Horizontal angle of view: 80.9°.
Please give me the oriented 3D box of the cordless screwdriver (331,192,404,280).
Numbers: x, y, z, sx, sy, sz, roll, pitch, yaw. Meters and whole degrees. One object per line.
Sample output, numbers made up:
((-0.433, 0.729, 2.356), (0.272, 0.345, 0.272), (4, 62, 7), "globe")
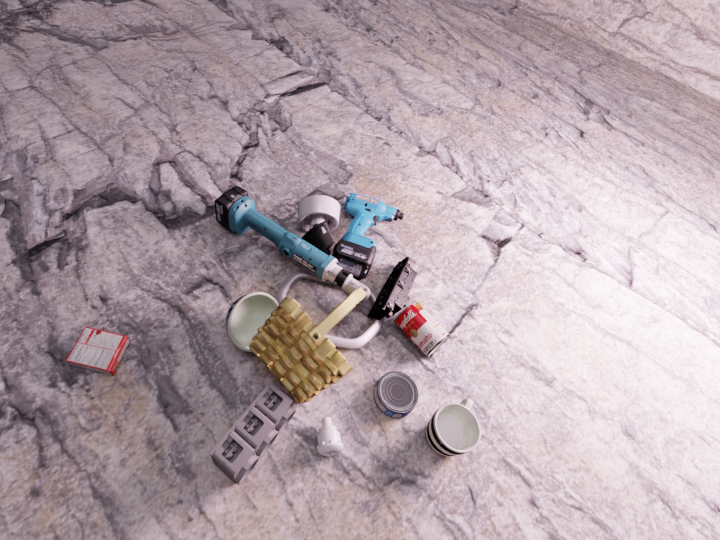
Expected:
((0.020, -0.090, 1.060), (0.160, 0.073, 0.253), (14, 49, 1), "cordless screwdriver")

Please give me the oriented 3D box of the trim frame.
((-0.067, 0.080, 0.948), (0.250, 0.027, 0.187), (12, 54, 3), "trim frame")

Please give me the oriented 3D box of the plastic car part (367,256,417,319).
((0.085, 0.041, 0.962), (0.067, 0.066, 0.203), (32, 43, -5), "plastic car part")

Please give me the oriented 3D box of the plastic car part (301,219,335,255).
((-0.098, -0.064, 1.004), (0.064, 0.119, 0.071), (-26, 87, -32), "plastic car part")

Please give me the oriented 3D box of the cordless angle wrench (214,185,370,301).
((-0.158, -0.056, 0.980), (0.437, 0.096, 0.073), (32, 52, 17), "cordless angle wrench")
